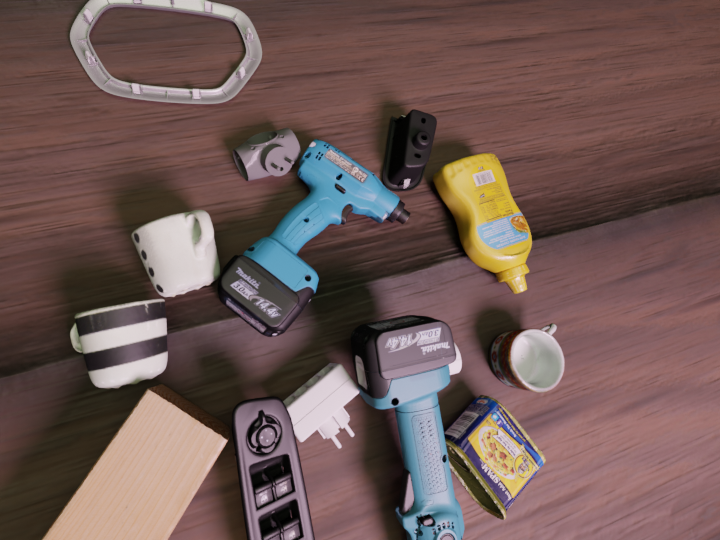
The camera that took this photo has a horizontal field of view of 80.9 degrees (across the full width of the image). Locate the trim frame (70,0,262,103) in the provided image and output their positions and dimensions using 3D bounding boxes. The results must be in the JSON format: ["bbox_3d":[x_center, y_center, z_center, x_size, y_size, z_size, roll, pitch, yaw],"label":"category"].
[{"bbox_3d":[-0.259,-0.311,0.574,0.244,0.027,0.187,0,73,-10],"label":"trim frame"}]

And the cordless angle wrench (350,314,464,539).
[{"bbox_3d":[0.074,0.263,0.436,0.096,0.075,0.424,-9,87,-15],"label":"cordless angle wrench"}]

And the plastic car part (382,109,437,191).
[{"bbox_3d":[0.074,-0.171,0.581,0.065,0.071,0.118,15,69,-9],"label":"plastic car part"}]

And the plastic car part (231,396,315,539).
[{"bbox_3d":[-0.091,0.223,0.426,0.064,0.069,0.202,-9,92,-26],"label":"plastic car part"}]

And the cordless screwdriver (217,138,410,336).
[{"bbox_3d":[-0.050,-0.033,0.515,0.159,0.074,0.249,32,67,-3],"label":"cordless screwdriver"}]
